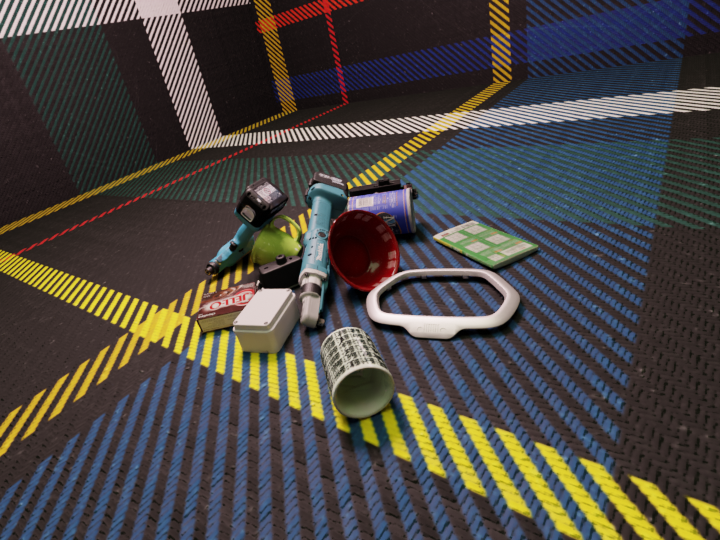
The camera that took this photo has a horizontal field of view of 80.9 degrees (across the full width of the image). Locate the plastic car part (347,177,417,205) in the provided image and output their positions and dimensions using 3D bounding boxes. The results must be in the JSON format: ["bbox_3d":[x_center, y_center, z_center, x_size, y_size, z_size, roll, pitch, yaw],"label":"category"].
[{"bbox_3d":[0.052,-0.219,1.185,0.207,0.064,0.068,-10,34,13],"label":"plastic car part"}]

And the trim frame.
[{"bbox_3d":[0.131,0.048,0.710,0.257,0.026,0.184,0,31,21],"label":"trim frame"}]

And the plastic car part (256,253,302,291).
[{"bbox_3d":[-0.165,0.003,0.881,0.115,0.068,0.069,-25,31,-13],"label":"plastic car part"}]

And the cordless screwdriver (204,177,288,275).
[{"bbox_3d":[-0.271,-0.090,0.972,0.251,0.074,0.158,-46,3,42],"label":"cordless screwdriver"}]

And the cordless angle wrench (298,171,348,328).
[{"bbox_3d":[-0.086,-0.056,0.878,0.096,0.074,0.434,15,42,-12],"label":"cordless angle wrench"}]
